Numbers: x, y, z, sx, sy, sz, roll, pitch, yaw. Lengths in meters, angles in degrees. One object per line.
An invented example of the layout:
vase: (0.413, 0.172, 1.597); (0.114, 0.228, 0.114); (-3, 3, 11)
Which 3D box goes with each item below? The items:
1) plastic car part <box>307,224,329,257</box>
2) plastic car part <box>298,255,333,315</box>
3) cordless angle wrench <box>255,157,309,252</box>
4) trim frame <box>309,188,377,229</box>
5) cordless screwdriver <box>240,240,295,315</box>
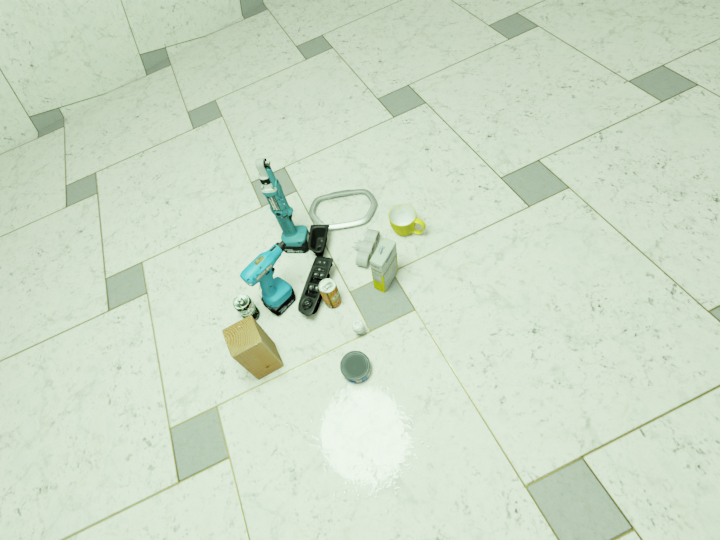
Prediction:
plastic car part: (-0.140, -0.092, 1.434); (0.067, 0.068, 0.119); (0, 58, 11)
plastic car part: (-0.142, 0.055, 1.343); (0.068, 0.064, 0.205); (10, 61, 18)
cordless angle wrench: (-0.250, -0.196, 1.324); (0.100, 0.405, 0.076); (2, 59, 11)
trim frame: (-0.064, -0.225, 1.526); (0.251, 0.026, 0.190); (-11, 56, 7)
cordless screwdriver: (-0.260, 0.024, 1.286); (0.078, 0.238, 0.158); (34, 70, 26)
